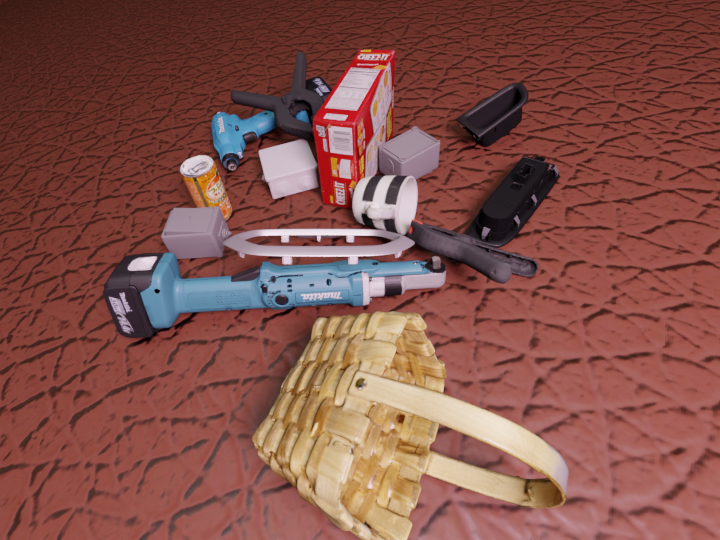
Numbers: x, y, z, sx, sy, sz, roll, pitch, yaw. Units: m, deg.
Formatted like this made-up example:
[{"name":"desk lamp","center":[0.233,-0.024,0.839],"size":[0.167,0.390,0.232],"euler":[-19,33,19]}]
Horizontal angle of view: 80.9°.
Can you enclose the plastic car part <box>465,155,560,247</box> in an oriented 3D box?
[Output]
[{"name":"plastic car part","center":[0.227,-0.110,0.615],"size":[0.069,0.065,0.201],"euler":[32,64,21]}]

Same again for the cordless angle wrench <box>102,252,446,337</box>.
[{"name":"cordless angle wrench","center":[-0.103,0.020,0.549],"size":[0.424,0.095,0.076],"euler":[-4,32,1]}]

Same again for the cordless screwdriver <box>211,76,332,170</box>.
[{"name":"cordless screwdriver","center":[-0.164,-0.278,0.818],"size":[0.248,0.071,0.167],"euler":[-20,51,-2]}]

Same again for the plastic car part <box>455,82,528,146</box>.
[{"name":"plastic car part","center":[0.236,-0.257,0.728],"size":[0.117,0.067,0.069],"euler":[-32,52,2]}]

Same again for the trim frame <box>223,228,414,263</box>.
[{"name":"trim frame","center":[-0.054,-0.035,0.553],"size":[0.248,0.027,0.188],"euler":[-2,15,-4]}]
